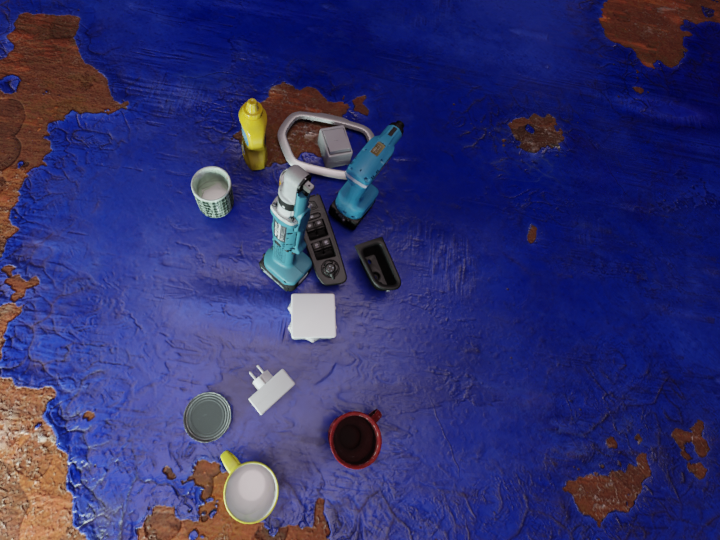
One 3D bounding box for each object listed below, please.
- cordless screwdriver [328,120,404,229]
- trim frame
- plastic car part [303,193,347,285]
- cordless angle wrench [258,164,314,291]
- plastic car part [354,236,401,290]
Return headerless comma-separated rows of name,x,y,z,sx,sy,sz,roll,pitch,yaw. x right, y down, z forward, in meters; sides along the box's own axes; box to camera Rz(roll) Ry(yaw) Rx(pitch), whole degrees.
cordless screwdriver,0.014,-0.192,0.875,0.075,0.247,0.159,36,70,1
trim frame,-0.078,-0.307,1.023,0.247,0.027,0.187,9,69,-3
plastic car part,-0.089,-0.058,0.910,0.065,0.066,0.208,-17,73,-14
cordless angle wrench,-0.122,-0.062,0.719,0.099,0.421,0.074,42,70,3
plastic car part,0.034,-0.002,0.901,0.065,0.070,0.119,-19,74,-15
